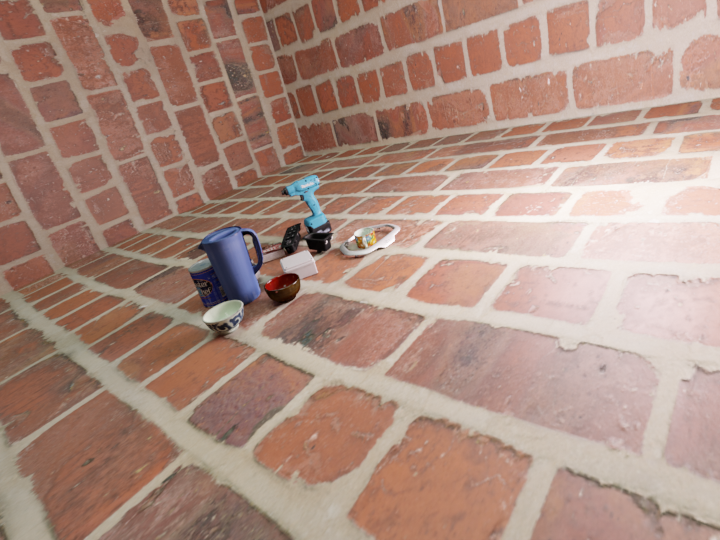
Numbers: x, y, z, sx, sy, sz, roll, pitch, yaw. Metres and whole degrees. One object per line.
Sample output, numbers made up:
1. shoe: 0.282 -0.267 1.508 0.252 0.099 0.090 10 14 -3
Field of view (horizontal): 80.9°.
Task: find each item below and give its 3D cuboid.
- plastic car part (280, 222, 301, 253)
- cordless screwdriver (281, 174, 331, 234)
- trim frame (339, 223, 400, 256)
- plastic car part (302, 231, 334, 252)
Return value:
1. plastic car part: -0.278 -0.124 1.715 0.067 0.065 0.206 -13 24 8
2. cordless screwdriver: -0.220 -0.252 1.733 0.157 0.241 0.078 -22 22 -15
3. trim frame: 0.034 -0.112 1.529 0.194 0.027 0.243 9 35 45
4. plastic car part: -0.155 -0.101 1.580 0.122 0.069 0.065 2 29 37
